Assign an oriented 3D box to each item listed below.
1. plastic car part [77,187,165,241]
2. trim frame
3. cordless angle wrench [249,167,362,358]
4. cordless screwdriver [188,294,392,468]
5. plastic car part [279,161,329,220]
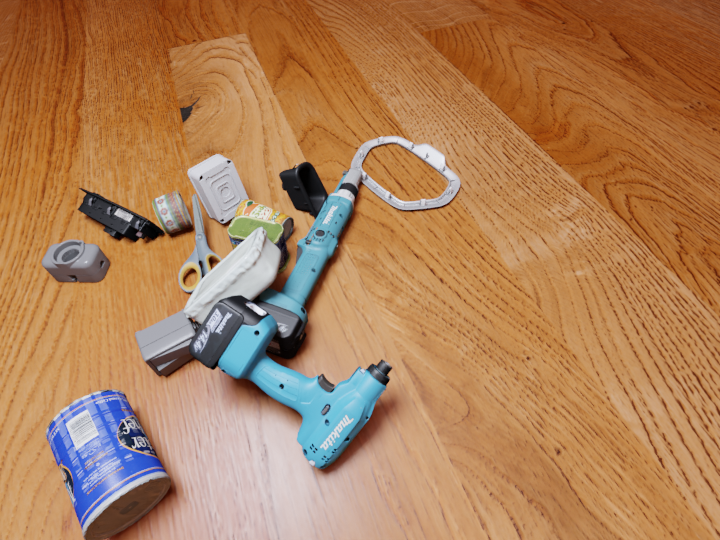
[{"bbox_3d":[-0.488,-0.105,0.840,0.211,0.064,0.067,28,84,20],"label":"plastic car part"},{"bbox_3d":[0.093,-0.215,0.902,0.181,0.026,0.261,-32,56,-20],"label":"trim frame"},{"bbox_3d":[-0.075,-0.049,0.764,0.100,0.072,0.426,15,53,12],"label":"cordless angle wrench"},{"bbox_3d":[-0.092,0.122,0.565,0.252,0.073,0.159,38,92,7],"label":"cordless screwdriver"},{"bbox_3d":[-0.119,-0.162,0.832,0.074,0.111,0.066,2,49,32],"label":"plastic car part"}]
